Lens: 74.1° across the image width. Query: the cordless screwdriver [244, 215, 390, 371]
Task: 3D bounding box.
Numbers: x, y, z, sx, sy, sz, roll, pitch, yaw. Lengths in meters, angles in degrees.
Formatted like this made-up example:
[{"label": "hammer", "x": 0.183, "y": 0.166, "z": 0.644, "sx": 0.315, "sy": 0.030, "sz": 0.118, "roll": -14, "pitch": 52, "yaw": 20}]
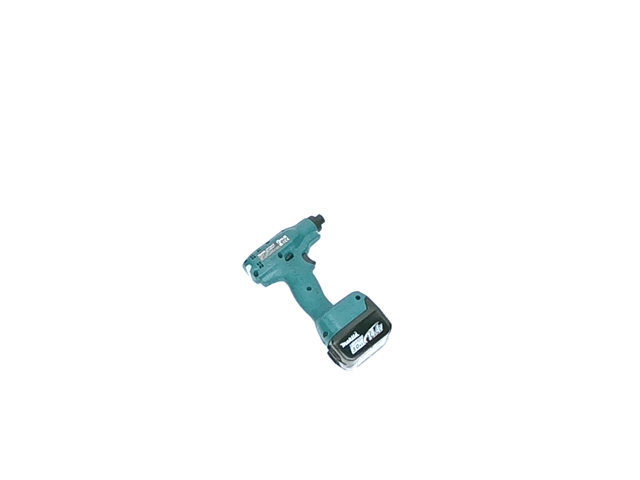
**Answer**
[{"label": "cordless screwdriver", "x": 0.011, "y": 0.072, "z": 0.675, "sx": 0.158, "sy": 0.249, "sz": 0.074, "roll": -39, "pitch": -24, "yaw": -18}]
